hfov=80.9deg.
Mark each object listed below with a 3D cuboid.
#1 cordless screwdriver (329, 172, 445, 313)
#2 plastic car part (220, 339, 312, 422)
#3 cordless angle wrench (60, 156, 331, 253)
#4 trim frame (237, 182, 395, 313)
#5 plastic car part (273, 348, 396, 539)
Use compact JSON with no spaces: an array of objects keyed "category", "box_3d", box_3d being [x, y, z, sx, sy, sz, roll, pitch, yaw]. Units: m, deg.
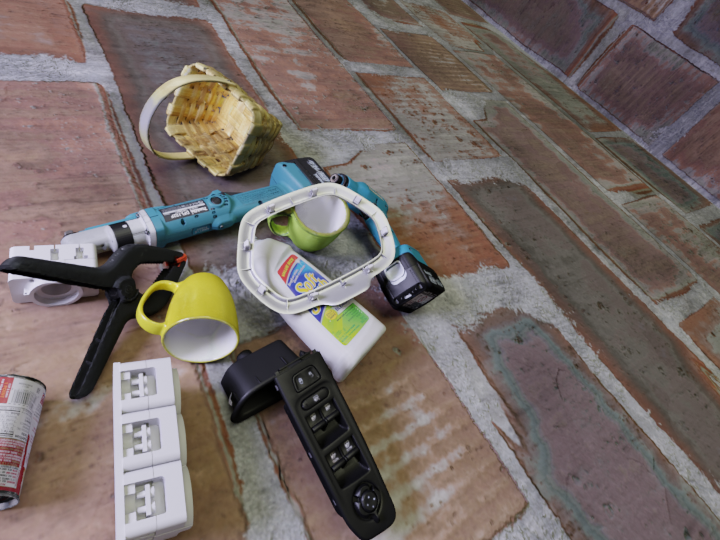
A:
[{"category":"cordless screwdriver","box_3d":[0.034,-0.056,0.711,0.150,0.075,0.260,28,30,-52]},{"category":"plastic car part","box_3d":[-0.123,0.127,0.528,0.113,0.064,0.075,-19,48,-34]},{"category":"cordless angle wrench","box_3d":[-0.229,-0.093,0.662,0.410,0.074,0.102,-24,65,-36]},{"category":"trim frame","box_3d":[-0.059,-0.039,0.608,0.242,0.027,0.189,-25,75,-27]},{"category":"plastic car part","box_3d":[-0.037,0.199,0.478,0.064,0.068,0.207,-20,73,-45]}]
